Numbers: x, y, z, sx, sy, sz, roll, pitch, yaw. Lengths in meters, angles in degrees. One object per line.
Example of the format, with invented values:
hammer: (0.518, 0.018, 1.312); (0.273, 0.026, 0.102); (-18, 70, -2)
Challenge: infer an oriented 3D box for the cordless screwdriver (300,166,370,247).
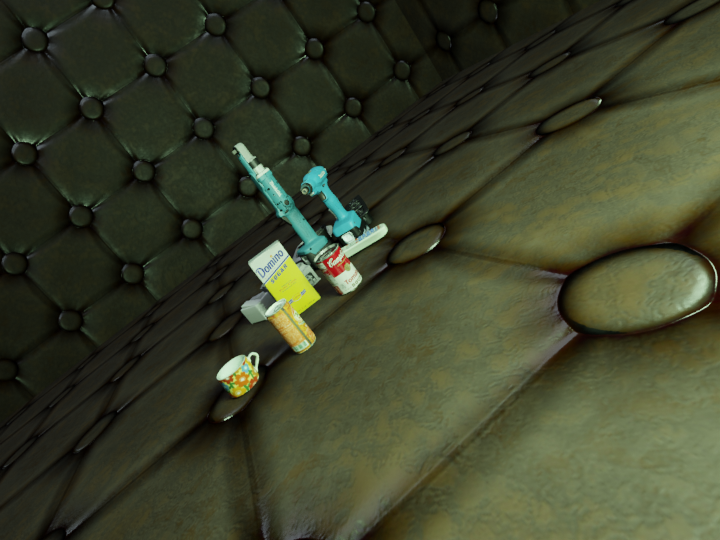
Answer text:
cordless screwdriver: (-0.075, -0.164, 1.167); (0.076, 0.242, 0.160); (-30, 17, 24)

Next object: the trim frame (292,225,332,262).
trim frame: (-0.172, -0.091, 1.489); (0.185, 0.027, 0.254); (-34, 19, 8)

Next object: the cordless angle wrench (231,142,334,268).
cordless angle wrench: (-0.225, -0.190, 1.225); (0.097, 0.412, 0.077); (-43, 16, -26)

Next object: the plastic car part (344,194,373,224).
plastic car part: (-0.002, -0.184, 1.353); (0.066, 0.065, 0.208); (-35, 19, 5)

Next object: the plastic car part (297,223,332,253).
plastic car part: (-0.131, -0.086, 1.344); (0.115, 0.069, 0.068); (-43, 18, -18)
